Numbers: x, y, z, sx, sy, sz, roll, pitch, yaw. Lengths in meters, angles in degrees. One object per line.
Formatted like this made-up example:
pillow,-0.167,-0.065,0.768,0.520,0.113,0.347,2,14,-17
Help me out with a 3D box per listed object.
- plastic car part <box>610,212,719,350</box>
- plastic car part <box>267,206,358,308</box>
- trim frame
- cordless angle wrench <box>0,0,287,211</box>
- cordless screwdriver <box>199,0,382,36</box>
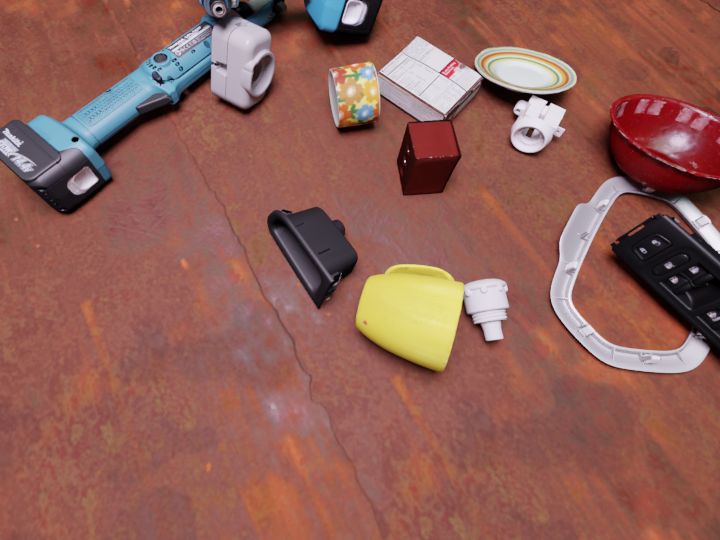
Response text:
plastic car part,0.363,0.028,0.425,0.065,0.066,0.210,-21,66,-38
plastic car part,-0.046,-0.030,0.468,0.069,0.065,0.121,-22,67,-27
trim frame,0.317,-0.004,0.475,0.189,0.027,0.248,32,73,12
cordless angle wrench,-0.250,-0.250,0.546,0.100,0.073,0.420,36,70,11
cordless screwdriver,-0.088,-0.351,0.533,0.240,0.074,0.166,-4,55,-23
